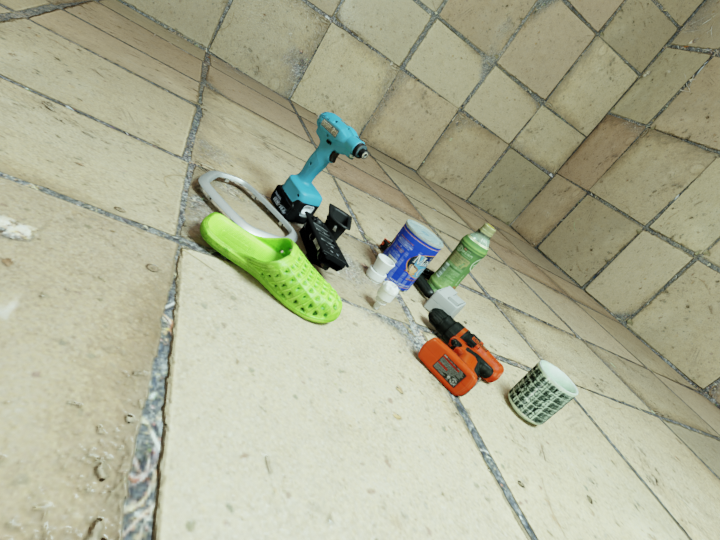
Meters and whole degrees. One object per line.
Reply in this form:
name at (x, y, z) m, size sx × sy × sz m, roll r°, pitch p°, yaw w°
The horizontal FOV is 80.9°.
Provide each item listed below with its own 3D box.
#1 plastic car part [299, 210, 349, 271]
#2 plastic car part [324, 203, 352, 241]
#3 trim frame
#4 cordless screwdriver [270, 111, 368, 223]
plastic car part at (-0.085, -0.055, 0.866) m, size 0.063 × 0.067 × 0.212 m, roll 23°, pitch 24°, yaw -28°
plastic car part at (-0.063, -0.101, 0.986) m, size 0.065 × 0.071 × 0.118 m, roll 31°, pitch 22°, yaw -11°
trim frame at (-0.230, -0.130, 0.873) m, size 0.258 × 0.027 × 0.177 m, roll 42°, pitch 23°, yaw 19°
cordless screwdriver at (-0.090, -0.212, 0.940) m, size 0.070 × 0.249 × 0.167 m, roll 9°, pitch 34°, yaw -49°
